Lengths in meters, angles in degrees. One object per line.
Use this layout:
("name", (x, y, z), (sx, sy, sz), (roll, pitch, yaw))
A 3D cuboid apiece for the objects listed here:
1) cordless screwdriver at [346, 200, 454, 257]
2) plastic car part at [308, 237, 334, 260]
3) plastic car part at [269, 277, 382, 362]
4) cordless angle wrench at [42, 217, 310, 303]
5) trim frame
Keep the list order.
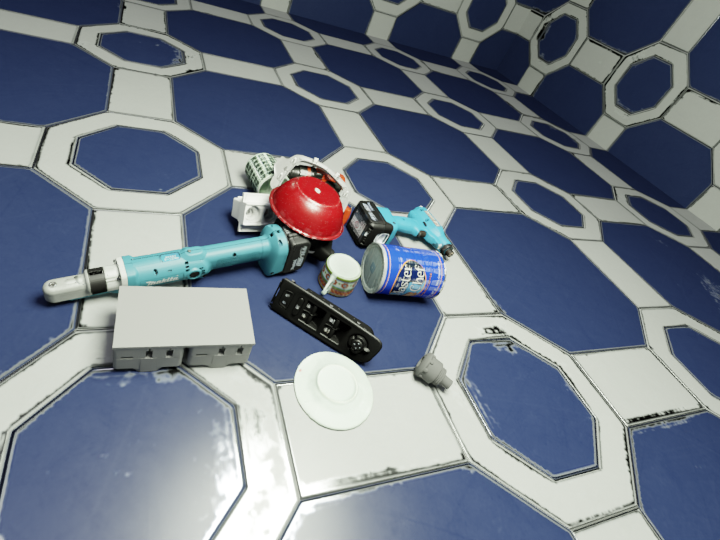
("cordless screwdriver", (0.102, -0.091, 1.003), (0.238, 0.074, 0.167), (-2, 45, -34))
("plastic car part", (-0.085, -0.056, 0.873), (0.068, 0.066, 0.120), (37, 22, -21))
("plastic car part", (-0.056, 0.087, 0.736), (0.208, 0.066, 0.065), (32, 13, 13))
("cordless angle wrench", (-0.286, -0.012, 0.712), (0.408, 0.097, 0.078), (-14, 56, -32))
("trim frame", (-0.108, -0.194, 0.946), (0.183, 0.027, 0.250), (28, 37, -4))
